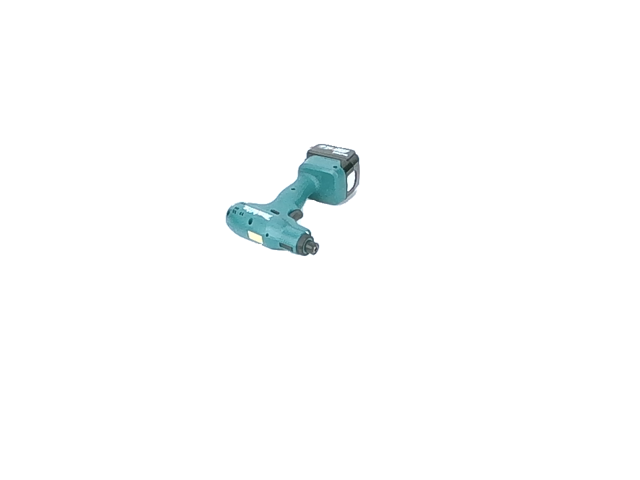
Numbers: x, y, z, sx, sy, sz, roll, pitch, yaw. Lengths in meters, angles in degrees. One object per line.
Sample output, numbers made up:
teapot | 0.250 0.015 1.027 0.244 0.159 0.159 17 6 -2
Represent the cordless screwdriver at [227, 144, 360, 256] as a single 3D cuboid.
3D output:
cordless screwdriver | -0.013 -0.066 0.692 0.160 0.074 0.247 22 46 29
